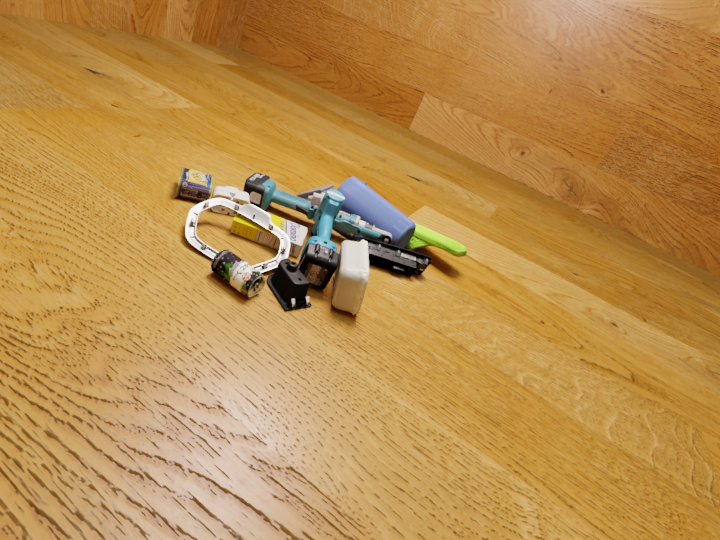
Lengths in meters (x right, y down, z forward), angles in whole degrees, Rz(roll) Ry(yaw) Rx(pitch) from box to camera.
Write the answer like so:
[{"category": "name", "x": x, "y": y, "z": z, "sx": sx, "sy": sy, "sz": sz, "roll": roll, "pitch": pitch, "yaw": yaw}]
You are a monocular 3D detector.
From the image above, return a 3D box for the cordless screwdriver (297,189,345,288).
[{"category": "cordless screwdriver", "x": -0.099, "y": -0.065, "z": 1.011, "sx": 0.073, "sy": 0.159, "sz": 0.255, "roll": 20, "pitch": 44, "yaw": -14}]

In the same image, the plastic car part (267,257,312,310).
[{"category": "plastic car part", "x": -0.147, "y": 0.018, "z": 0.881, "sx": 0.063, "sy": 0.070, "sz": 0.123, "roll": -3, "pitch": 41, "yaw": -41}]

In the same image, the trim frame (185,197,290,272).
[{"category": "trim frame", "x": -0.276, "y": -0.084, "z": 0.956, "sx": 0.252, "sy": 0.027, "sz": 0.184, "roll": 28, "pitch": 47, "yaw": 6}]

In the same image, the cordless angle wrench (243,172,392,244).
[{"category": "cordless angle wrench", "x": -0.115, "y": -0.158, "z": 1.159, "sx": 0.428, "sy": 0.073, "sz": 0.098, "roll": 20, "pitch": 29, "yaw": 6}]

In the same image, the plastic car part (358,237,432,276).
[{"category": "plastic car part", "x": 0.083, "y": -0.027, "z": 1.122, "sx": 0.201, "sy": 0.066, "sz": 0.068, "roll": 20, "pitch": 55, "yaw": -4}]
